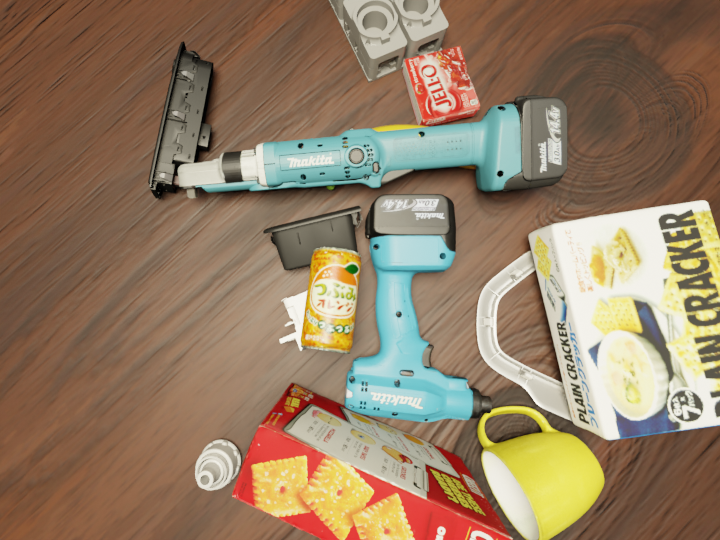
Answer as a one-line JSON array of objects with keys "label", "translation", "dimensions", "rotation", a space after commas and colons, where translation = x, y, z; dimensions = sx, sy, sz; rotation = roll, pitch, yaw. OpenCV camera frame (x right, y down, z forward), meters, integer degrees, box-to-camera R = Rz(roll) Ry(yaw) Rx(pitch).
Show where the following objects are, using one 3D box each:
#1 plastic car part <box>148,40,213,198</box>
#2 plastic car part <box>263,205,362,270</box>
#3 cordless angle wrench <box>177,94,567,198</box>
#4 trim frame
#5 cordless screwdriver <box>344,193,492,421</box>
[{"label": "plastic car part", "translation": [-0.223, -0.193, 0.538], "dimensions": [0.066, 0.066, 0.204], "rotation": [4, 81, -8]}, {"label": "plastic car part", "translation": [-0.049, -0.032, 0.506], "dimensions": [0.117, 0.066, 0.070], "rotation": [-16, 97, 3]}, {"label": "cordless angle wrench", "translation": [-0.003, -0.126, 0.480], "dimensions": [0.427, 0.074, 0.097], "rotation": [-4, 99, 5]}, {"label": "trim frame", "translation": [0.257, 0.077, 0.482], "dimensions": [0.251, 0.027, 0.184], "rotation": [23, 84, 5]}, {"label": "cordless screwdriver", "translation": [0.071, 0.041, 0.477], "dimensions": [0.160, 0.073, 0.250], "rotation": [5, 85, 3]}]
